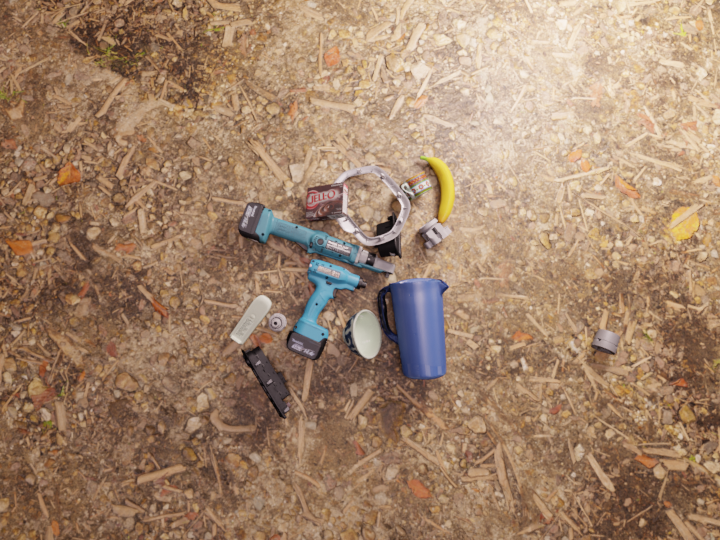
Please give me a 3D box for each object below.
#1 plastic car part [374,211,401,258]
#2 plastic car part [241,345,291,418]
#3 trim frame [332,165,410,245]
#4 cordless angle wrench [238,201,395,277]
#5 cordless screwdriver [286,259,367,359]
[{"bbox_3d":[0.069,-0.084,1.115,0.073,0.062,0.119,-9,58,22],"label":"plastic car part"},{"bbox_3d":[-0.235,0.276,1.079,0.066,0.066,0.205,-36,84,-15],"label":"plastic car part"},{"bbox_3d":[0.018,-0.177,1.116,0.185,0.026,0.259,-37,65,4],"label":"trim frame"},{"bbox_3d":[-0.110,-0.072,1.123,0.423,0.074,0.098,19,83,0],"label":"cordless angle wrench"},{"bbox_3d":[-0.090,0.107,1.097,0.160,0.074,0.250,18,79,1],"label":"cordless screwdriver"}]
